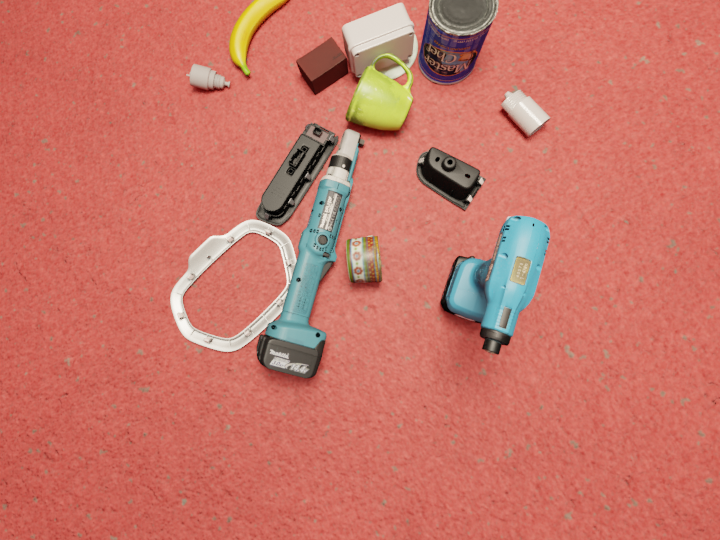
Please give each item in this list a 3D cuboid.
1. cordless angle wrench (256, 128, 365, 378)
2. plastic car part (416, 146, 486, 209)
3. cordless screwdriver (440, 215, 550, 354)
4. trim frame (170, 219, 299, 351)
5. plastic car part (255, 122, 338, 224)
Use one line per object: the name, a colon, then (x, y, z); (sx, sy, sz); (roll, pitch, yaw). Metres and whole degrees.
cordless angle wrench: (-0.069, -0.045, 0.704); (0.095, 0.076, 0.426); (18, 78, -16)
plastic car part: (0.148, -0.163, 0.700); (0.118, 0.070, 0.066); (33, 84, 6)
cordless screwdriver: (0.168, 0.035, 0.575); (0.075, 0.244, 0.160); (20, 79, 4)
trim frame: (-0.219, 0.024, 0.734); (0.248, 0.027, 0.188); (-44, 78, 0)
plastic car part: (-0.114, -0.170, 0.739); (0.067, 0.067, 0.203); (31, 88, 0)
